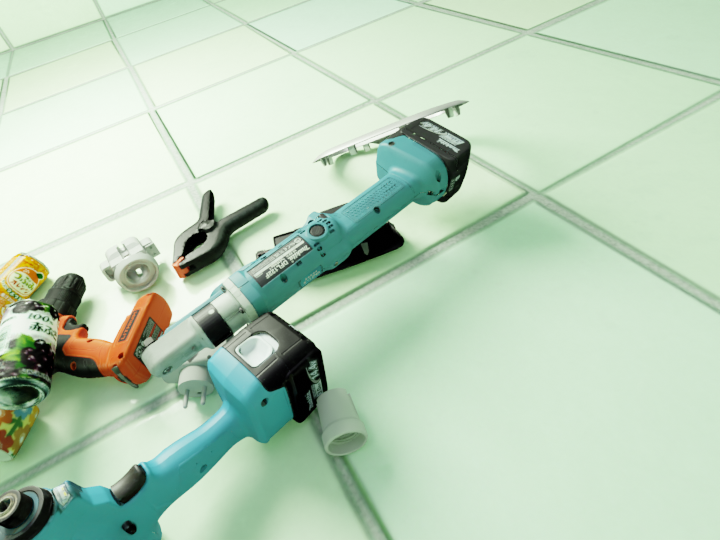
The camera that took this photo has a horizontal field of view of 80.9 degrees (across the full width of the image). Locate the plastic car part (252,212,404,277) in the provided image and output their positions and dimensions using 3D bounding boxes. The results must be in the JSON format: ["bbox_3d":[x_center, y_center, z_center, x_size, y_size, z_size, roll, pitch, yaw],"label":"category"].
[{"bbox_3d":[-0.047,-0.035,0.551,0.202,0.064,0.069,-14,39,-3],"label":"plastic car part"}]

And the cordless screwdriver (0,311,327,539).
[{"bbox_3d":[-0.141,0.134,0.349,0.078,0.153,0.246,29,57,32],"label":"cordless screwdriver"}]

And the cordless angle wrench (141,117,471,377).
[{"bbox_3d":[-0.046,-0.030,0.468,0.418,0.072,0.103,-39,62,-20],"label":"cordless angle wrench"}]

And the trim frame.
[{"bbox_3d":[0.040,-0.204,0.642,0.255,0.027,0.183,-18,15,20],"label":"trim frame"}]
